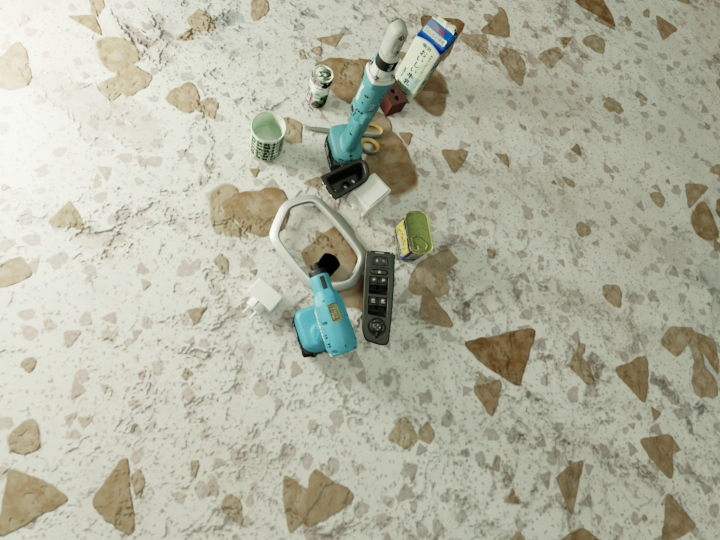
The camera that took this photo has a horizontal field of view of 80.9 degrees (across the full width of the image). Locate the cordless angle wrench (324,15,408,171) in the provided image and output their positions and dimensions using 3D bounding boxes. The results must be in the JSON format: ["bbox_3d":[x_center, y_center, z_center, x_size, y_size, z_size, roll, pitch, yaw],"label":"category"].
[{"bbox_3d":[0.008,-0.334,0.861,0.073,0.425,0.100,-10,79,-18],"label":"cordless angle wrench"}]

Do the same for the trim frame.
[{"bbox_3d":[-0.095,-0.062,0.967,0.182,0.027,0.251,-39,84,-19],"label":"trim frame"}]

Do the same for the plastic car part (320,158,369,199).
[{"bbox_3d":[-0.035,-0.208,1.001,0.115,0.071,0.067,-30,84,-19],"label":"plastic car part"}]

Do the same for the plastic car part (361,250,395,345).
[{"bbox_3d":[0.033,0.061,0.932,0.065,0.067,0.206,6,72,-12],"label":"plastic car part"}]

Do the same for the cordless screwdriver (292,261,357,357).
[{"bbox_3d":[-0.080,0.085,0.806,0.073,0.250,0.162,-15,80,-19],"label":"cordless screwdriver"}]
